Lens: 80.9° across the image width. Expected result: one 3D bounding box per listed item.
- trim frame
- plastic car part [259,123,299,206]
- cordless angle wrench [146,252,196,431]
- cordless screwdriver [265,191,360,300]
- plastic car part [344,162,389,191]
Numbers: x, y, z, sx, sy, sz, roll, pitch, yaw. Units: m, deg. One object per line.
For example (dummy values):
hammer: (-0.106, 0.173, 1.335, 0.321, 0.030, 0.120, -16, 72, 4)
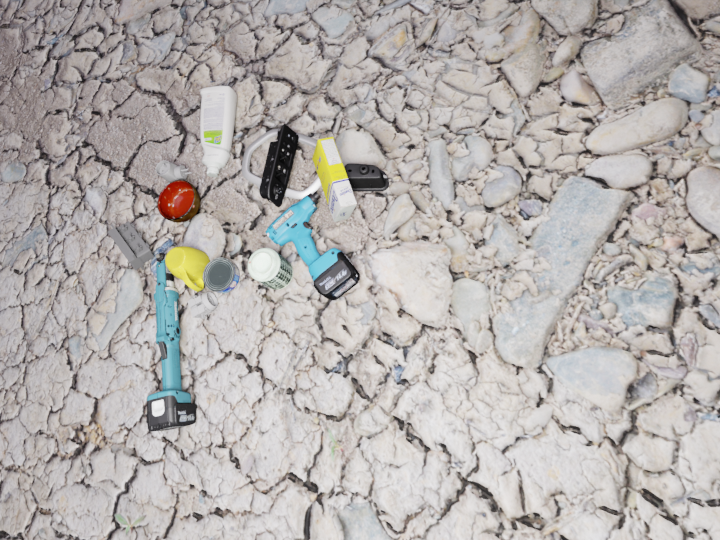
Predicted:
trim frame: (-0.196, -0.274, 1.093, 0.257, 0.026, 0.184, 22, 80, 18)
plastic car part: (-0.210, -0.258, 1.050, 0.069, 0.063, 0.205, 0, 75, 23)
cordless angle wrench: (-0.463, 0.153, 1.016, 0.075, 0.094, 0.436, -17, 67, 8)
cordless screwdriver: (-0.096, -0.063, 0.981, 0.159, 0.071, 0.260, -43, 65, 1)
plastic car part: (0.006, -0.226, 1.000, 0.120, 0.068, 0.066, 5, 78, 18)
